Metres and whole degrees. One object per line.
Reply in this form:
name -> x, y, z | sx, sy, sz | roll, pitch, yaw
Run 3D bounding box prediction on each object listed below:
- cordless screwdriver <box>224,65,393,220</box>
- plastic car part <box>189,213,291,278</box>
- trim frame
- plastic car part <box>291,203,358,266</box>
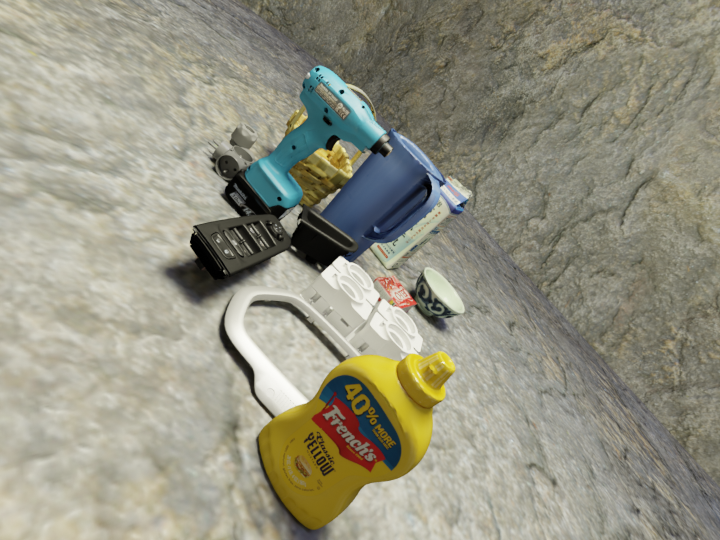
cordless screwdriver -> -0.082, -0.160, 0.642 | 0.160, 0.251, 0.073 | 47, 23, 2
plastic car part -> -0.148, -0.028, 0.539 | 0.067, 0.067, 0.200 | 46, 22, 1
trim frame -> -0.058, 0.111, 0.499 | 0.250, 0.028, 0.182 | 45, 22, 2
plastic car part -> -0.068, -0.045, 0.699 | 0.113, 0.071, 0.068 | 37, 24, -19
